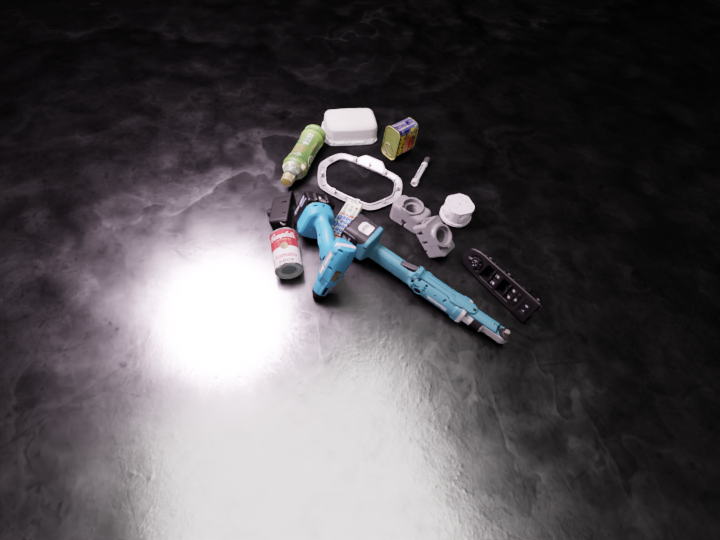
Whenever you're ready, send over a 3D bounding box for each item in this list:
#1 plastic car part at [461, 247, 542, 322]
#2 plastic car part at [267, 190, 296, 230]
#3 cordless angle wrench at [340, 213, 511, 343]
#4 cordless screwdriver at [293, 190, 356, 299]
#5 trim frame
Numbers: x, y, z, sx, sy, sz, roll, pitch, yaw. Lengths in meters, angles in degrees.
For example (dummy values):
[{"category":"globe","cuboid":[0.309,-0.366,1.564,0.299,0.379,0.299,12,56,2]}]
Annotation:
[{"category":"plastic car part","cuboid":[0.327,0.019,0.974,0.065,0.065,0.212,-28,60,-33]},{"category":"plastic car part","cuboid":[-0.203,-0.145,1.075,0.072,0.063,0.120,-8,52,6]},{"category":"cordless angle wrench","cuboid":[0.140,0.026,0.953,0.436,0.096,0.073,36,59,16]},{"category":"cordless screwdriver","cuboid":[-0.096,-0.063,0.987,0.071,0.159,0.261,10,36,-31]},{"category":"trim frame","cuboid":[-0.004,-0.255,1.177,0.257,0.027,0.183,26,57,17]}]
